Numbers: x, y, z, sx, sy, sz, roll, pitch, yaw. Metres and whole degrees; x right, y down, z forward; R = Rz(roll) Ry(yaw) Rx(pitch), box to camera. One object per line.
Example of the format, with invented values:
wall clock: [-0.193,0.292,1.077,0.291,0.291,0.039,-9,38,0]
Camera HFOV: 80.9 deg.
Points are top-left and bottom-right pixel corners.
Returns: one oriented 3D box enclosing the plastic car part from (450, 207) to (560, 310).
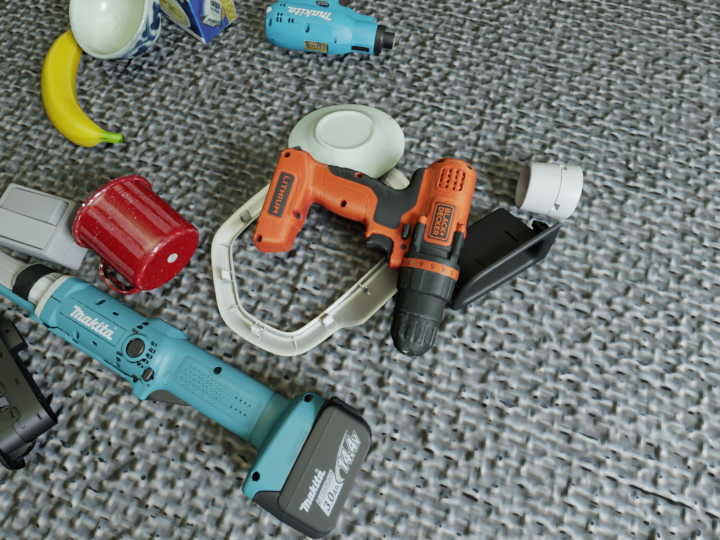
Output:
plastic car part: [0.122,-0.021,0.422,0.116,0.063,0.074,-28,59,-5]

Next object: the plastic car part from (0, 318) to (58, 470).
plastic car part: [-0.350,0.093,0.400,0.065,0.066,0.210,-28,69,-36]

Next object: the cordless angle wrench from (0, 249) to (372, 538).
cordless angle wrench: [-0.196,0.078,0.392,0.434,0.072,0.098,26,73,13]

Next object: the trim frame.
trim frame: [-0.043,-0.028,0.444,0.246,0.027,0.189,-41,75,-13]

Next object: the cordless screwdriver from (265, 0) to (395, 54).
cordless screwdriver: [-0.018,-0.390,0.549,0.161,0.073,0.251,10,75,5]
